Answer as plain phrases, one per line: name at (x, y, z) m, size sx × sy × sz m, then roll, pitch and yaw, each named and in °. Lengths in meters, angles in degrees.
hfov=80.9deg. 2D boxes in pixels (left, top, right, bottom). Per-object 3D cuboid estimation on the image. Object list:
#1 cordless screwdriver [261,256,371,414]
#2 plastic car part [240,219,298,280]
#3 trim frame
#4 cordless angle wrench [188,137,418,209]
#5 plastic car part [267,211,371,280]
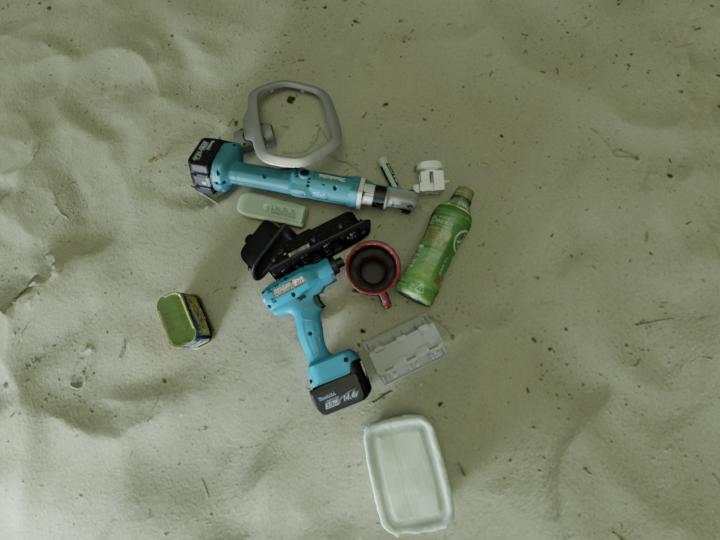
cordless screwdriver at (-0.055, 0.105, 0.733) m, size 0.160 × 0.072 × 0.256 m, roll -29°, pitch 73°, yaw 3°
plastic car part at (-0.184, -0.048, 0.794) m, size 0.074 × 0.063 × 0.116 m, roll 40°, pitch 87°, yaw 25°
trim frame at (-0.135, -0.289, 0.817) m, size 0.182 × 0.027 × 0.258 m, roll -10°, pitch 60°, yaw -9°
cordless angle wrench at (-0.105, -0.164, 0.788) m, size 0.429 × 0.072 × 0.099 m, roll 11°, pitch 52°, yaw 7°
plastic car part at (-0.076, -0.050, 0.781) m, size 0.203 × 0.063 × 0.070 m, roll -24°, pitch 54°, yaw 2°
